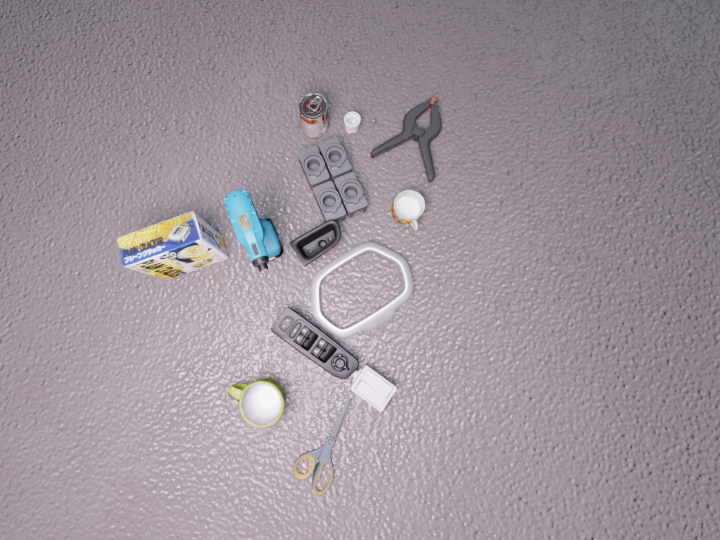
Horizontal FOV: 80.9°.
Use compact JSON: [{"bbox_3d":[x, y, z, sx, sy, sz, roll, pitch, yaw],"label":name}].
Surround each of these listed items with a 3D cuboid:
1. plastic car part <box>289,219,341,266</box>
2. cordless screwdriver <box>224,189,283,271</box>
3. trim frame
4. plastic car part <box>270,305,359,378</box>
[{"bbox_3d":[-0.095,-0.062,0.972,0.116,0.070,0.067,-32,82,-5],"label":"plastic car part"},{"bbox_3d":[-0.213,-0.059,0.887,0.074,0.246,0.162,-22,82,-6],"label":"cordless screwdriver"},{"bbox_3d":[0.000,0.045,0.968,0.247,0.027,0.188,-33,79,-4],"label":"trim frame"},{"bbox_3d":[-0.098,0.163,0.928,0.206,0.066,0.066,35,82,8],"label":"plastic car part"}]
